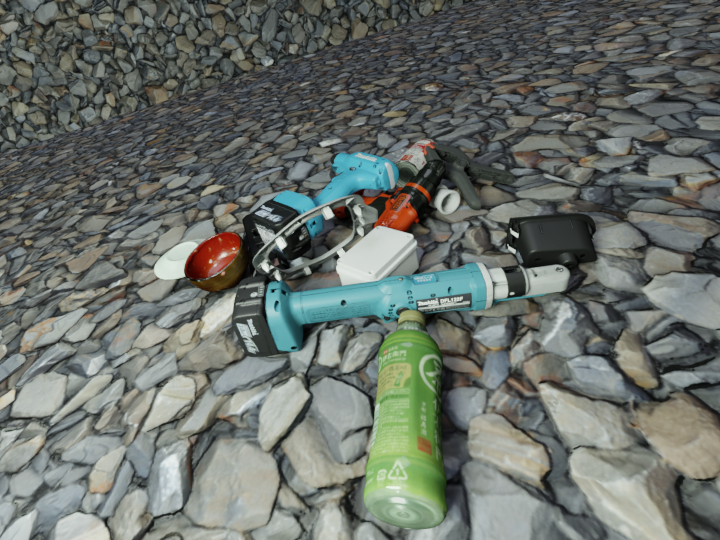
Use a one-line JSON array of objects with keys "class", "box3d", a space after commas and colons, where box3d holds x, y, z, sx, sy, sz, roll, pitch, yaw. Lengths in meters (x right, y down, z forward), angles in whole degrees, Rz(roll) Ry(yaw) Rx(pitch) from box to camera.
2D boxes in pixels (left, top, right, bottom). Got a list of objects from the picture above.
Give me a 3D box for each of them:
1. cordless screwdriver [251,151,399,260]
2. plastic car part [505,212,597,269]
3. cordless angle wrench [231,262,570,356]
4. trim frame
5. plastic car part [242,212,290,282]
[{"class": "cordless screwdriver", "box3d": [-0.072, -0.130, 0.727, 0.245, 0.071, 0.169, -38, 41, -21]}, {"class": "plastic car part", "box3d": [0.269, -0.034, 0.582, 0.119, 0.063, 0.072, -2, 52, 13]}, {"class": "cordless angle wrench", "box3d": [0.049, 0.036, 0.549, 0.427, 0.094, 0.077, -8, 39, 6]}, {"class": "trim frame", "box3d": [-0.059, -0.039, 0.603, 0.184, 0.242, 0.028, -30, 78, -3]}, {"class": "plastic car part", "box3d": [-0.186, -0.050, 0.777, 0.066, 0.064, 0.213, -27, 34, -5]}]
